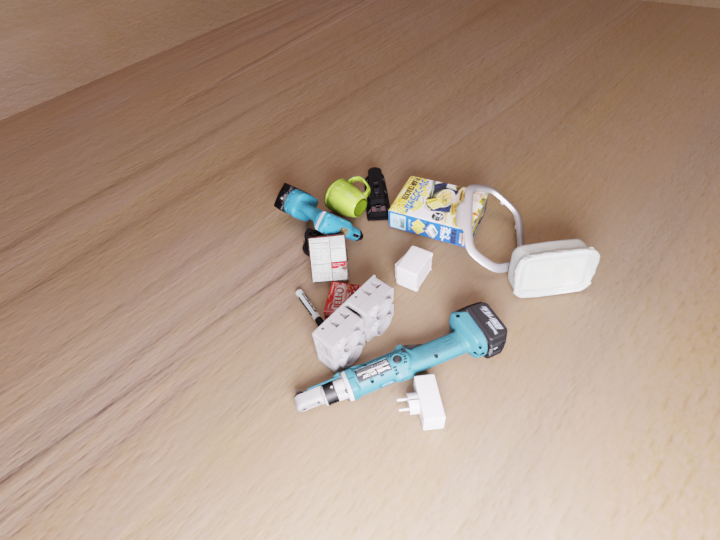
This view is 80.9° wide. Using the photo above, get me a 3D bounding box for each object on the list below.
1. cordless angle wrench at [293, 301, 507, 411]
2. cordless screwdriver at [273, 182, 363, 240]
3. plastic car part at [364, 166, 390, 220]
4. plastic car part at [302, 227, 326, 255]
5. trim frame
[{"bbox_3d":[0.073,0.182,0.819,0.420,0.071,0.103,-21,48,-6],"label":"cordless angle wrench"},{"bbox_3d":[-0.112,-0.148,1.130,0.263,0.150,0.074,35,101,42],"label":"cordless screwdriver"},{"bbox_3d":[0.043,-0.228,1.207,0.067,0.064,0.209,-10,44,8],"label":"plastic car part"},{"bbox_3d":[-0.105,-0.069,1.078,0.122,0.068,0.065,30,57,27],"label":"plastic car part"},{"bbox_3d":[0.313,-0.104,1.009,0.180,0.028,0.253,18,60,-13],"label":"trim frame"}]
